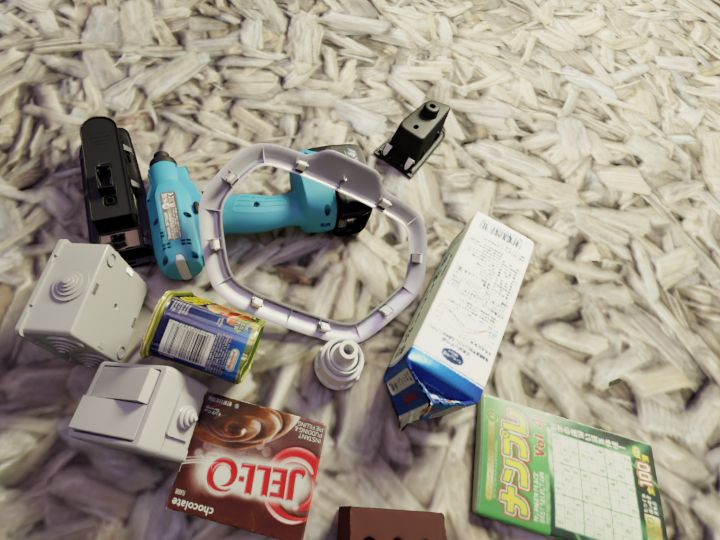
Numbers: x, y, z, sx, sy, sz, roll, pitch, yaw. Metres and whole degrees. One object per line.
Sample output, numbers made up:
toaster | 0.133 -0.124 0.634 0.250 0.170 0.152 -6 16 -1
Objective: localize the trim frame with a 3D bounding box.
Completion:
trim frame | -0.042 -0.028 0.431 0.243 0.028 0.184 23 86 -11

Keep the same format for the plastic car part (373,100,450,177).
plastic car part | 0.083 -0.196 0.584 0.067 0.070 0.116 37 64 9

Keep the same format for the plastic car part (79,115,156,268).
plastic car part | -0.284 -0.098 0.476 0.065 0.065 0.211 -18 62 -13

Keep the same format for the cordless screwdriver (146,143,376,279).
cordless screwdriver | -0.118 -0.093 0.491 0.244 0.073 0.165 -15 65 -14
